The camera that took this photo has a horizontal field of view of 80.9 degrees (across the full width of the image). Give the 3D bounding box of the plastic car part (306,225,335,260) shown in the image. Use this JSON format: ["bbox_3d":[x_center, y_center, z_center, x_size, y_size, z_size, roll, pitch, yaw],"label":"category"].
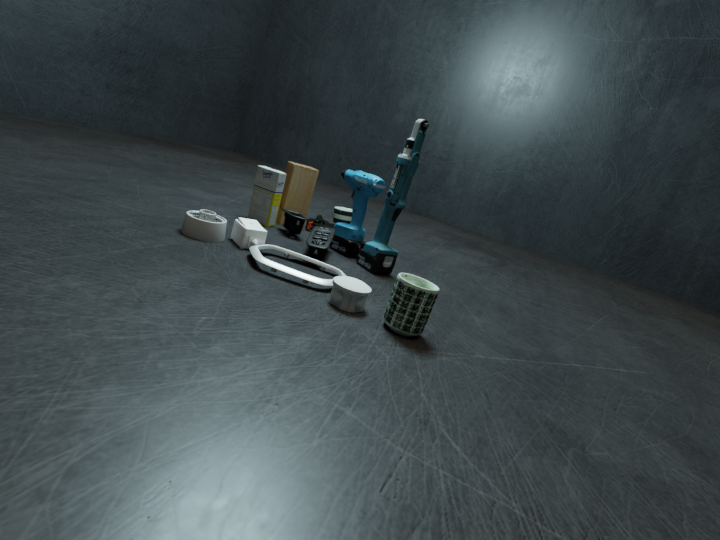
[{"bbox_3d":[-0.114,-0.074,1.162,0.066,0.066,0.205,16,15,-3],"label":"plastic car part"}]

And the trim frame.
[{"bbox_3d":[-0.142,-0.011,0.981,0.251,0.027,0.184,18,15,5],"label":"trim frame"}]

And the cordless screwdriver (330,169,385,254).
[{"bbox_3d":[-0.028,-0.179,1.278,0.071,0.247,0.169,3,19,-46],"label":"cordless screwdriver"}]

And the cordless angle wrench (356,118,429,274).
[{"bbox_3d":[0.098,-0.198,1.145,0.071,0.420,0.103,8,17,-36],"label":"cordless angle wrench"}]

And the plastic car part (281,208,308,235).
[{"bbox_3d":[-0.207,-0.144,1.307,0.063,0.070,0.122,10,16,-25],"label":"plastic car part"}]
